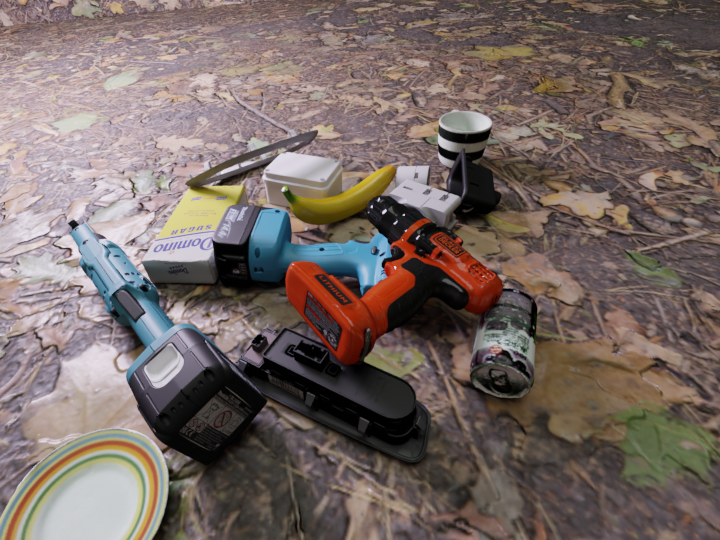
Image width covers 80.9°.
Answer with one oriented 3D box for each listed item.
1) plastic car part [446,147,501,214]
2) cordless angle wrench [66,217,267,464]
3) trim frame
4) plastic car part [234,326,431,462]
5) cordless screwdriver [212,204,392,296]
[{"bbox_3d":[0.174,-0.121,0.639,0.070,0.065,0.119,12,45,-5],"label":"plastic car part"},{"bbox_3d":[-0.263,0.031,0.483,0.074,0.093,0.448,-45,49,-16],"label":"cordless angle wrench"},{"bbox_3d":[-0.177,-0.190,0.706,0.243,0.027,0.191,-32,15,-29],"label":"trim frame"},{"bbox_3d":[-0.028,0.102,0.401,0.211,0.065,0.065,21,39,22],"label":"plastic car part"},{"bbox_3d":[-0.054,-0.035,0.548,0.253,0.072,0.162,8,42,8],"label":"cordless screwdriver"}]
